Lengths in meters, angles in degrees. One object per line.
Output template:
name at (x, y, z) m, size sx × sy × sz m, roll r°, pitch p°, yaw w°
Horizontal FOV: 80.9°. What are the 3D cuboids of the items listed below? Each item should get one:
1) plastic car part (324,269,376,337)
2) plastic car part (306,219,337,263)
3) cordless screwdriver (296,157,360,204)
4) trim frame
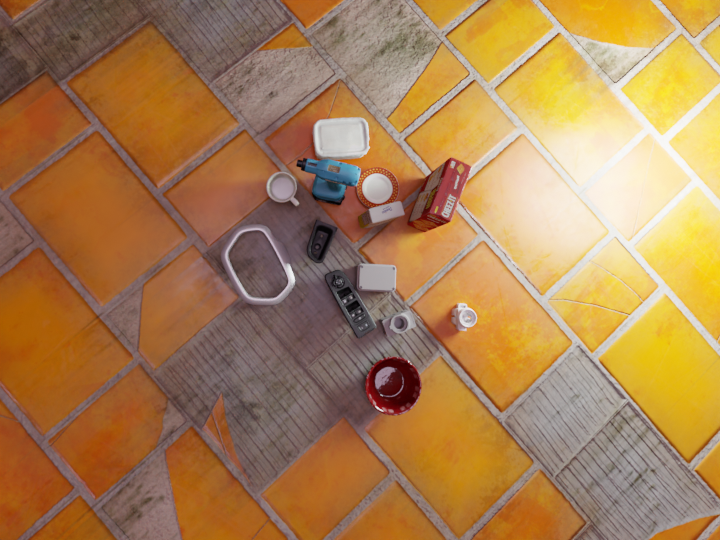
plastic car part at (-0.034, 0.090, 1.215) m, size 0.066 × 0.067 × 0.204 m, roll -30°, pitch 88°, yaw -8°
plastic car part at (-0.120, -0.078, 1.223) m, size 0.065 × 0.071 × 0.117 m, roll 21°, pitch 84°, yaw -6°
cordless screwdriver at (-0.098, -0.247, 1.151) m, size 0.158 × 0.250 × 0.074 m, roll 13°, pitch 86°, yaw -7°
trim frame at (-0.294, -0.015, 1.226) m, size 0.183 × 0.027 × 0.249 m, roll -28°, pitch 87°, yaw -6°
